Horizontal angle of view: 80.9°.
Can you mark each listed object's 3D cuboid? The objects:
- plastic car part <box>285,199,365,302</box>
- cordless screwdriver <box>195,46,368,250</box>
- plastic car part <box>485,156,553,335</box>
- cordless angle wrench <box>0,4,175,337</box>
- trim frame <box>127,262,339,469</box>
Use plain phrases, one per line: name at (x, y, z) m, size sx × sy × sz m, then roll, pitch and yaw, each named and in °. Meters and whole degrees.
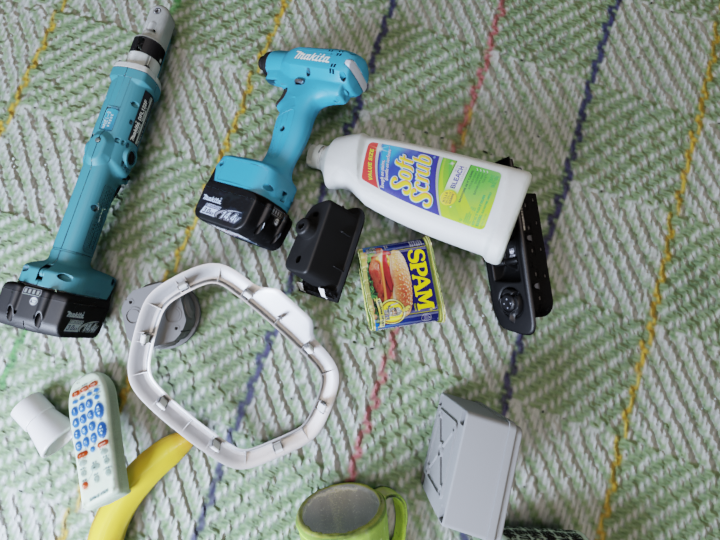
plastic car part at (-0.048, -0.031, 0.486) m, size 0.069 × 0.067 × 0.117 m, roll 11°, pitch 80°, yaw 41°
cordless screwdriver at (-0.110, -0.158, 0.507) m, size 0.168 × 0.070 × 0.249 m, roll 24°, pitch 84°, yaw 32°
plastic car part at (0.185, -0.027, 0.505) m, size 0.064 × 0.068 × 0.205 m, roll 3°, pitch 79°, yaw -28°
cordless angle wrench at (-0.299, -0.137, 0.507) m, size 0.075 × 0.096 × 0.426 m, roll 11°, pitch 78°, yaw 1°
trim frame at (-0.134, 0.106, 0.467) m, size 0.244 × 0.028 × 0.183 m, roll 44°, pitch 77°, yaw -8°
